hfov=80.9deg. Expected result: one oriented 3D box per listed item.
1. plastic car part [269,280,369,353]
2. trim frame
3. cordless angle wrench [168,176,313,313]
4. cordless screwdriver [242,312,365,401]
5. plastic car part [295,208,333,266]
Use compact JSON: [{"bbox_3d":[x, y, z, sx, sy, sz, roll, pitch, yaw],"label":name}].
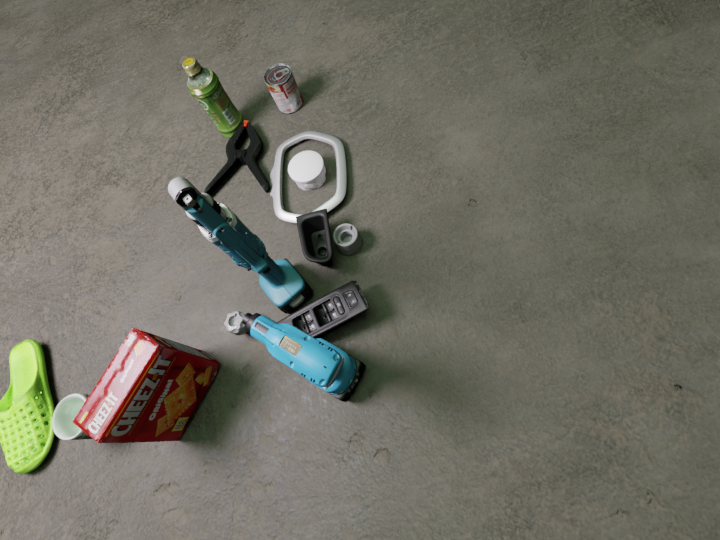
[{"bbox_3d":[-0.082,0.096,0.789,0.203,0.064,0.069,-27,65,3],"label":"plastic car part"},{"bbox_3d":[-0.121,-0.214,0.951,0.187,0.026,0.255,-9,66,12],"label":"trim frame"},{"bbox_3d":[-0.180,-0.030,0.679,0.074,0.406,0.102,-40,67,-6],"label":"cordless angle wrench"},{"bbox_3d":[-0.083,0.136,0.676,0.166,0.239,0.074,26,77,20],"label":"cordless screwdriver"},{"bbox_3d":[-0.083,-0.054,0.850,0.067,0.068,0.120,-16,65,7],"label":"plastic car part"}]
